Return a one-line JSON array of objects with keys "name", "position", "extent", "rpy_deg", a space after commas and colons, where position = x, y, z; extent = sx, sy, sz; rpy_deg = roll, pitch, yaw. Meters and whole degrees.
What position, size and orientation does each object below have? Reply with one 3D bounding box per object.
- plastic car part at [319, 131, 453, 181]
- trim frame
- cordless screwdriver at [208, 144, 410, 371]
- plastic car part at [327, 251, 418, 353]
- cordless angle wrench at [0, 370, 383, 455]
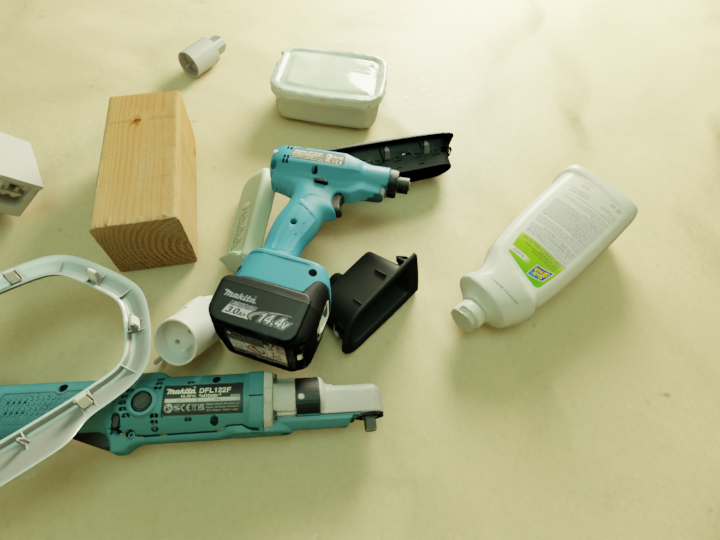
[{"name": "plastic car part", "position": [0.036, -0.139, 0.553], "extent": [0.200, 0.065, 0.069], "rpy_deg": [-17, 70, -12]}, {"name": "trim frame", "position": [-0.296, 0.079, 0.342], "extent": [0.243, 0.027, 0.191], "rpy_deg": [-30, 66, -26]}, {"name": "cordless screwdriver", "position": [-0.042, -0.028, 0.430], "extent": [0.162, 0.072, 0.253], "rpy_deg": [9, 56, 8]}, {"name": "plastic car part", "position": [0.000, 0.023, 0.455], "extent": [0.115, 0.063, 0.075], "rpy_deg": [-39, 53, -20]}, {"name": "cordless angle wrench", "position": [-0.189, 0.125, 0.375], "extent": [0.419, 0.072, 0.101], "rpy_deg": [-2, 58, -6]}]
